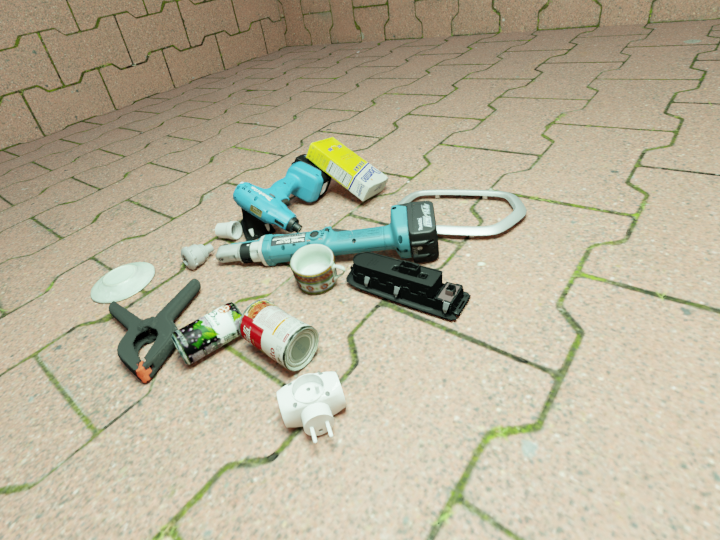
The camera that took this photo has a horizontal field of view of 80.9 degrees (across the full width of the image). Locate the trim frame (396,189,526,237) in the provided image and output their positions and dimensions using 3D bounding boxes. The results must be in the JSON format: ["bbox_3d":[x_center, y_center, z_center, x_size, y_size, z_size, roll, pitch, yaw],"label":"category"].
[{"bbox_3d":[0.191,-0.120,0.836,0.258,0.026,0.185,3,40,23],"label":"trim frame"}]

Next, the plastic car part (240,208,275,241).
[{"bbox_3d":[-0.240,-0.126,0.936,0.065,0.068,0.123,-20,39,-15],"label":"plastic car part"}]

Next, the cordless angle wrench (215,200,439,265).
[{"bbox_3d":[-0.077,-0.050,0.784,0.432,0.071,0.100,-6,46,14],"label":"cordless angle wrench"}]

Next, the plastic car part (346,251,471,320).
[{"bbox_3d":[0.062,0.014,0.668,0.214,0.064,0.066,14,49,35],"label":"plastic car part"}]

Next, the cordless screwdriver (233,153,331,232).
[{"bbox_3d":[-0.141,-0.167,0.925,0.164,0.073,0.245,31,39,13],"label":"cordless screwdriver"}]
